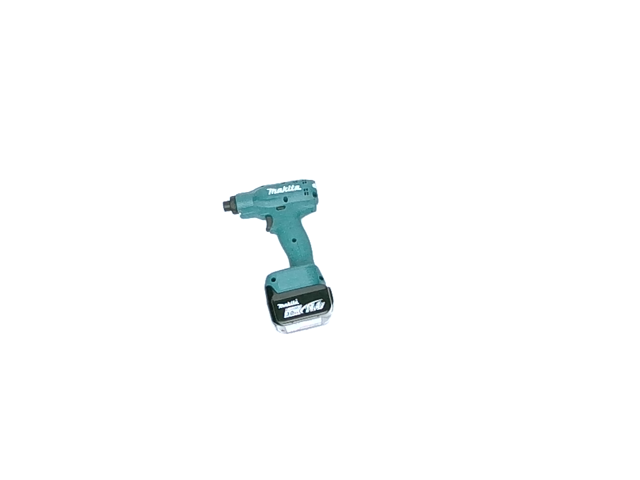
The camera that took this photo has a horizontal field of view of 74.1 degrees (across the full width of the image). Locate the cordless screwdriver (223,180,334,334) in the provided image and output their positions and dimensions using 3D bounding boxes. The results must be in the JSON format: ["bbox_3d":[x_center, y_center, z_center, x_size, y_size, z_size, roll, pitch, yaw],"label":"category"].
[{"bbox_3d":[-0.068,0.020,0.675,0.159,0.248,0.074,-9,-24,-2],"label":"cordless screwdriver"}]
